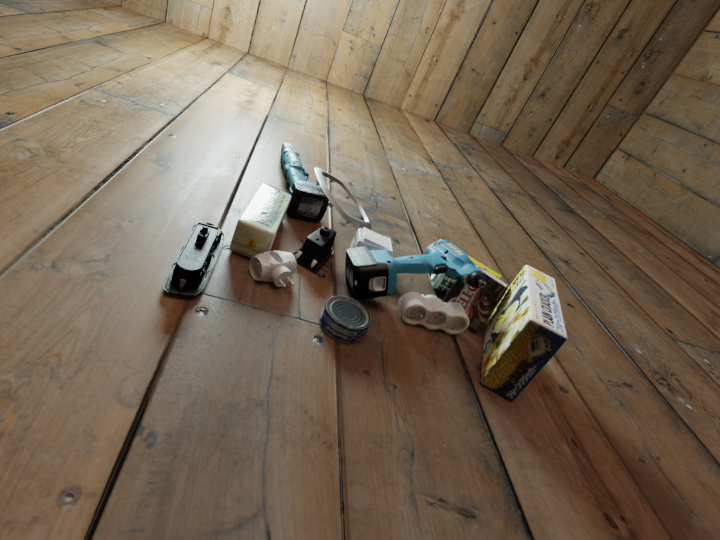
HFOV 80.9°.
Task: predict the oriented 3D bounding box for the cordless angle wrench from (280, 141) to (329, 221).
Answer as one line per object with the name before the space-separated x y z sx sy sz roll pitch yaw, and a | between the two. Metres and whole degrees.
cordless angle wrench | -0.180 -0.272 1.166 0.094 0.073 0.443 9 31 -24

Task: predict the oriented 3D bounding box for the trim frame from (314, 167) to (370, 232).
trim frame | -0.041 -0.168 1.036 0.189 0.028 0.240 57 14 13

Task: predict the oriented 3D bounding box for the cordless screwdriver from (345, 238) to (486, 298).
cordless screwdriver | 0.102 0.003 0.816 0.244 0.072 0.167 -8 28 -14

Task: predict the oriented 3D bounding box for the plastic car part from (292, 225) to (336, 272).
plastic car part | -0.086 -0.056 0.881 0.067 0.070 0.115 30 34 7

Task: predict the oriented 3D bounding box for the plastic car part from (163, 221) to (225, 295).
plastic car part | -0.279 -0.031 0.731 0.064 0.067 0.209 22 32 -17
